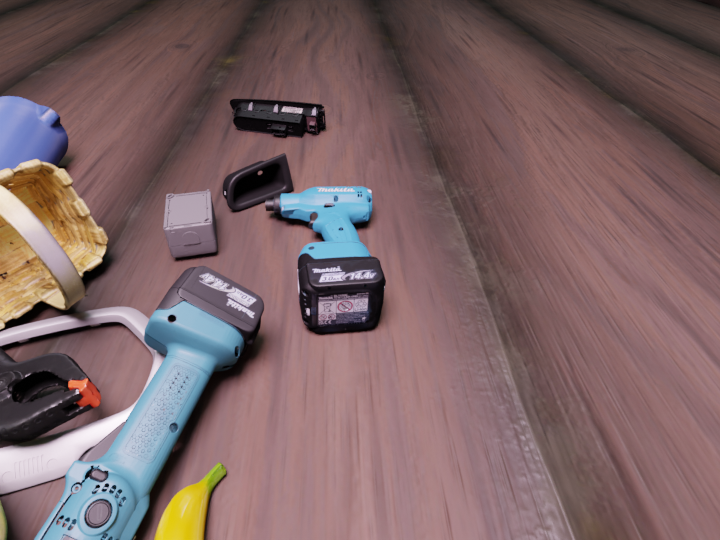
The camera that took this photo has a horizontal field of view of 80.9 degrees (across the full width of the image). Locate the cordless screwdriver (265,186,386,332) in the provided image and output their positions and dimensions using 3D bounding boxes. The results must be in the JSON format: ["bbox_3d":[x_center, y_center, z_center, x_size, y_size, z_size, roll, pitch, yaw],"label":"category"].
[{"bbox_3d":[-0.054,-0.036,0.556,0.159,0.072,0.257,-2,38,-3],"label":"cordless screwdriver"}]

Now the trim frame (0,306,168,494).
[{"bbox_3d":[-0.312,0.116,0.419,0.243,0.027,0.194,-12,43,-16],"label":"trim frame"}]

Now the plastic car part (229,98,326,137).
[{"bbox_3d":[-0.177,-0.308,0.869,0.207,0.064,0.068,13,69,11],"label":"plastic car part"}]

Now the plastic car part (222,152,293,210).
[{"bbox_3d":[-0.179,-0.147,0.692,0.114,0.064,0.075,-27,35,-24],"label":"plastic car part"}]

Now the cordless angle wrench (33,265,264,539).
[{"bbox_3d":[-0.194,0.178,0.311,0.096,0.075,0.428,28,47,-11],"label":"cordless angle wrench"}]
